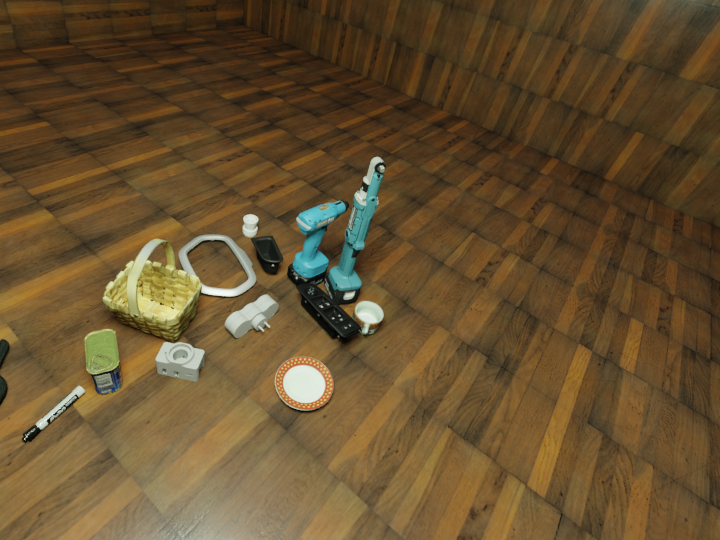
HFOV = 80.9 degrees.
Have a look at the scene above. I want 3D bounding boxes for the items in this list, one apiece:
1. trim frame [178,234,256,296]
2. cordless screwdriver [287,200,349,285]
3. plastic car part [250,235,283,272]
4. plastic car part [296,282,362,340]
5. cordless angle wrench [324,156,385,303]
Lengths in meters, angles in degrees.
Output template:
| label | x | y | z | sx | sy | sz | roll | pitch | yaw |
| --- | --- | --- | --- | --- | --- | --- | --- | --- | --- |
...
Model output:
| label | x | y | z | sx | sy | sz | roll | pitch | yaw |
| --- | --- | --- | --- | --- | --- | --- | --- | --- | --- |
| trim frame | -0.390 | -0.017 | 1.160 | 0.178 | 0.027 | 0.262 | -19 | 50 | -32 |
| cordless screwdriver | -0.110 | -0.072 | 1.126 | 0.078 | 0.244 | 0.155 | 40 | 46 | 24 |
| plastic car part | -0.260 | -0.036 | 1.181 | 0.064 | 0.069 | 0.123 | -10 | 46 | -26 |
| plastic car part | -0.088 | 0.106 | 1.066 | 0.064 | 0.066 | 0.214 | -21 | 51 | -35 |
| cordless angle wrench | -0.009 | -0.089 | 1.040 | 0.072 | 0.415 | 0.103 | -5 | 45 | -24 |
